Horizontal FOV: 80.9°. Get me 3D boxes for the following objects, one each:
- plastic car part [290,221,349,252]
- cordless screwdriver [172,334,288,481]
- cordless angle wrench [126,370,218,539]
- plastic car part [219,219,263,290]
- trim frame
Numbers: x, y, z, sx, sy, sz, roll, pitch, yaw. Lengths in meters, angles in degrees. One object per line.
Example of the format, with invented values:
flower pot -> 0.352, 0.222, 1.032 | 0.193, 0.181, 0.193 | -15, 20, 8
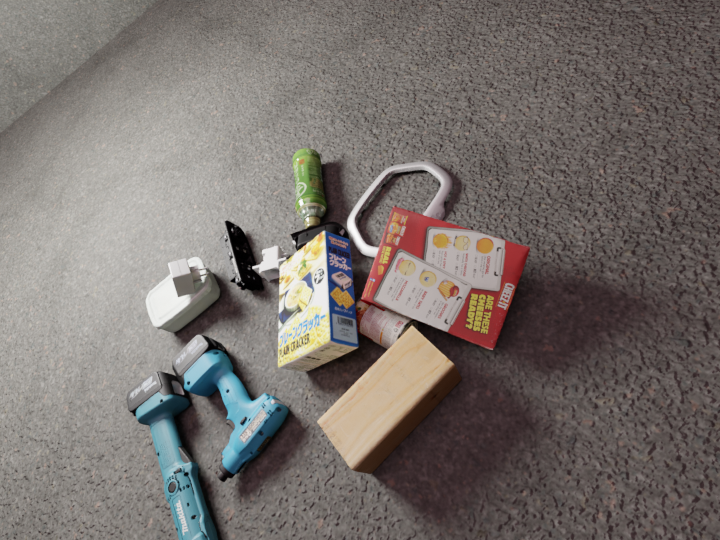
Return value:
plastic car part -> -0.085, -0.056, 0.870 | 0.118, 0.064, 0.072 | -18, 20, 14
cordless screwdriver -> -0.264, 0.246, 0.789 | 0.262, 0.070, 0.159 | 33, 79, 32
cordless angle wrench -> -0.310, 0.376, 0.737 | 0.098, 0.070, 0.446 | -39, 55, 0
plastic car part -> -0.282, -0.029, 0.970 | 0.068, 0.063, 0.212 | -45, 50, 27
trim frame -> 0.079, -0.129, 0.873 | 0.195, 0.026, 0.248 | 28, 75, 36
